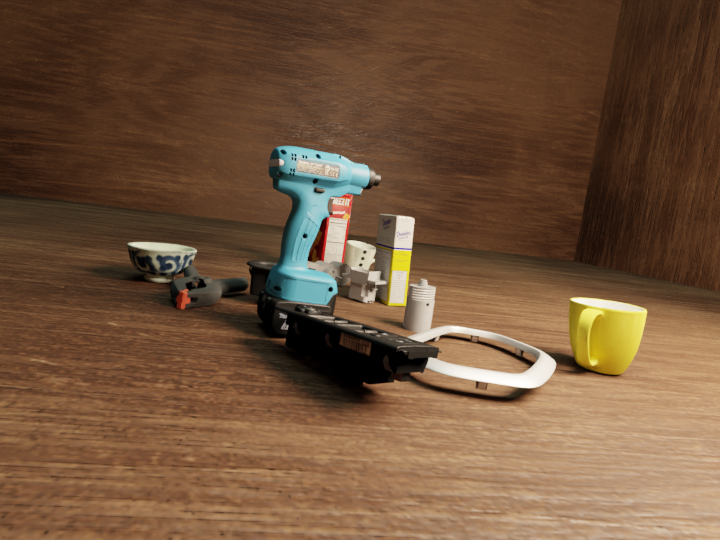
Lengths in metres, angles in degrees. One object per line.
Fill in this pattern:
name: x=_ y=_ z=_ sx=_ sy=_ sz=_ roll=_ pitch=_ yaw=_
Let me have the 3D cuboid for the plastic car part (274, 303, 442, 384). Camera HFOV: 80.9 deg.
plastic car part: x=-0.019 y=0.079 z=0.454 sx=0.063 sy=0.067 sz=0.214 roll=1 pitch=10 yaw=-43

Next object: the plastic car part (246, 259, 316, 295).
plastic car part: x=-0.136 y=0.024 z=0.712 sx=0.116 sy=0.070 sz=0.067 roll=7 pitch=7 yaw=-5

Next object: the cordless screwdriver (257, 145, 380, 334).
cordless screwdriver: x=-0.057 y=-0.037 z=0.586 sx=0.153 sy=0.247 sz=0.078 roll=5 pitch=6 yaw=-26

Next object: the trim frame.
trim frame: x=0.143 y=0.106 z=0.543 sx=0.193 sy=0.027 sz=0.238 roll=12 pitch=10 yaw=32
